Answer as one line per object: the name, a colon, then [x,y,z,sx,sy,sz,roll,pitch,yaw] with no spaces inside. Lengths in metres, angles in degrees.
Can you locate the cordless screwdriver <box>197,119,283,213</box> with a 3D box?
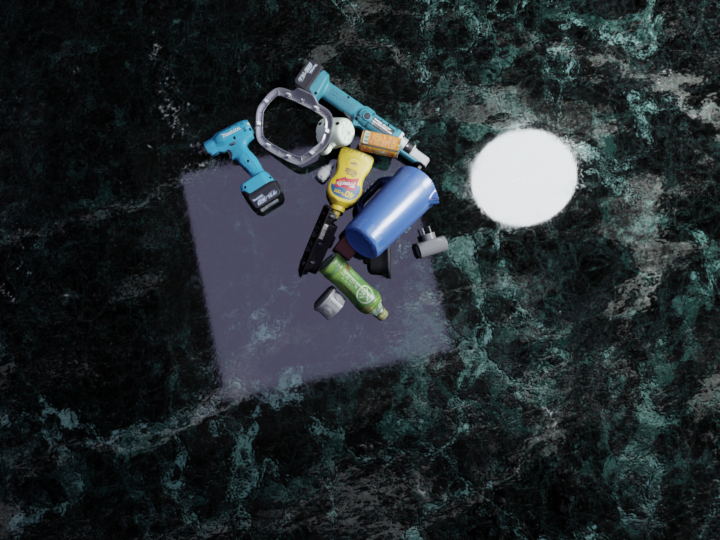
cordless screwdriver: [-0.322,-0.269,1.141,0.159,0.074,0.251,-28,84,-3]

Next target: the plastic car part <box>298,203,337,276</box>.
plastic car part: [-0.110,-0.072,1.127,0.064,0.069,0.202,23,101,-29]

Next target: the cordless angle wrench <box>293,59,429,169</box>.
cordless angle wrench: [0.012,-0.413,1.158,0.422,0.074,0.098,34,87,-1]

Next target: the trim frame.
trim frame: [-0.185,-0.391,1.129,0.259,0.026,0.184,34,101,23]

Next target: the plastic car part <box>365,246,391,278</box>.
plastic car part: [0.048,-0.035,1.144,0.072,0.064,0.116,2,91,12]
